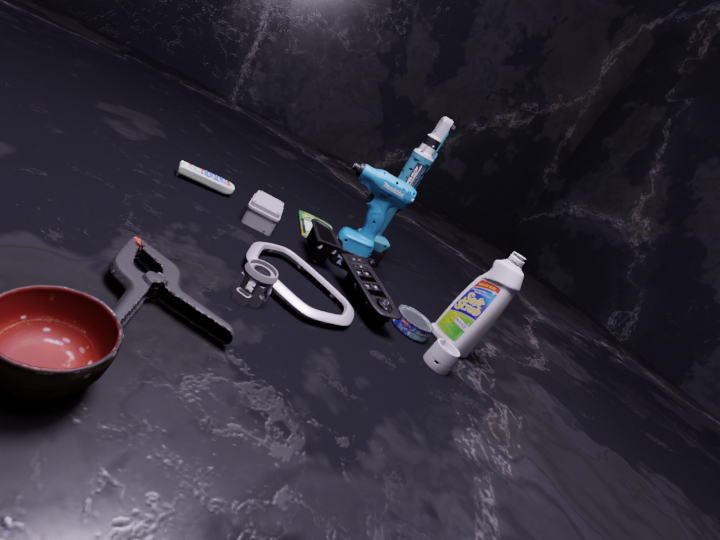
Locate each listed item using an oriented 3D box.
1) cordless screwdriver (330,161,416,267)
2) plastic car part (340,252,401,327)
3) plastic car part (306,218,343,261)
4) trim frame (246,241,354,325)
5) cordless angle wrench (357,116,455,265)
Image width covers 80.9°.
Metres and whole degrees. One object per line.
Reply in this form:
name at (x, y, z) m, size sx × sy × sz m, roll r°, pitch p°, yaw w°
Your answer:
cordless screwdriver at (0.002, -0.126, 1.011) m, size 0.157 × 0.248 × 0.075 m, roll 29°, pitch 19°, yaw -8°
plastic car part at (0.011, 0.043, 0.876) m, size 0.063 × 0.067 × 0.214 m, roll 18°, pitch 23°, yaw -36°
plastic car part at (-0.096, -0.063, 0.981) m, size 0.063 × 0.071 × 0.122 m, roll 22°, pitch 21°, yaw -28°
trim frame at (-0.115, 0.022, 0.804) m, size 0.258 × 0.027 × 0.177 m, roll 38°, pitch 20°, yaw 20°
cordless angle wrench at (0.107, -0.207, 1.106) m, size 0.095 × 0.422 × 0.077 m, roll 26°, pitch 19°, yaw -19°
